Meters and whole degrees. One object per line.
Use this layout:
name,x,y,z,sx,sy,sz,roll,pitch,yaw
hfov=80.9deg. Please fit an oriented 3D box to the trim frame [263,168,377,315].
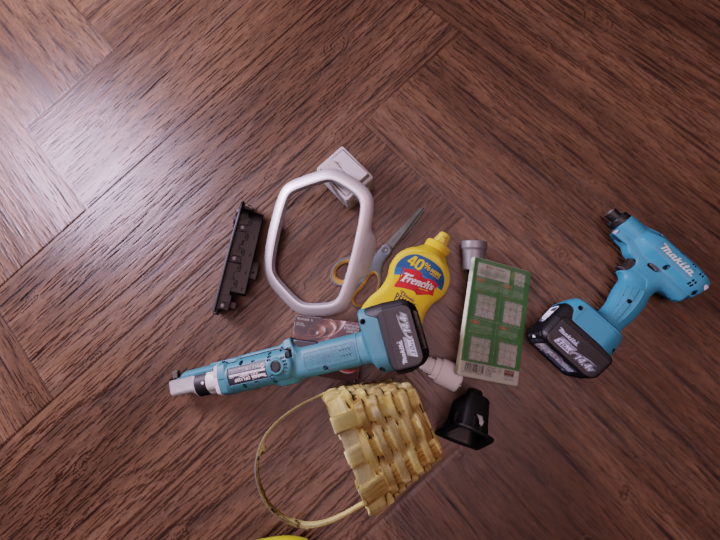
trim frame,-0.068,-0.045,0.698,0.190,0.027,0.247,15,96,17

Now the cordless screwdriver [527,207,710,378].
cordless screwdriver,0.358,0.031,0.624,0.248,0.072,0.163,-39,76,-4

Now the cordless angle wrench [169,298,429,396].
cordless angle wrench,-0.116,0.141,0.641,0.432,0.071,0.100,-16,77,17

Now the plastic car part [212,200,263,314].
plastic car part,-0.206,-0.022,0.727,0.067,0.066,0.205,7,80,-2

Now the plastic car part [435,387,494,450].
plastic car part,0.156,0.207,0.605,0.067,0.113,0.071,17,59,8
